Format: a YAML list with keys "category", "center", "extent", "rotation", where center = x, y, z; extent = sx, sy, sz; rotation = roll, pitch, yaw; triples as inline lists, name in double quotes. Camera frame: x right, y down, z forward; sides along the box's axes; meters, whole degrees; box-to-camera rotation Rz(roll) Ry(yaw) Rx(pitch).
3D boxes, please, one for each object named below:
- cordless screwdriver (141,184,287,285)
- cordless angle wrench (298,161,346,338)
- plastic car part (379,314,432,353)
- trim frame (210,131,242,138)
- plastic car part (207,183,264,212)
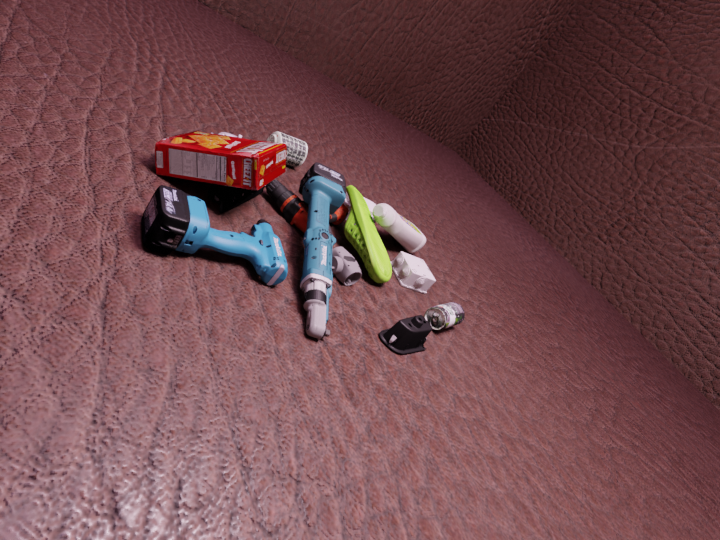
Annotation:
- category: "cordless screwdriver"
  center: [-0.244, -0.070, 0.736]
  extent: [0.236, 0.075, 0.167]
  rotation: [21, 30, -36]
- category: "cordless angle wrench"
  center: [-0.082, -0.054, 0.841]
  extent: [0.094, 0.075, 0.436]
  rotation: [22, 43, -24]
- category: "plastic car part"
  center: [0.099, 0.118, 0.833]
  extent: [0.111, 0.071, 0.069]
  rotation: [4, 40, -52]
- category: "trim frame"
  center: [-0.301, -0.288, 1.070]
  extent: [0.178, 0.027, 0.256]
  rotation: [25, 30, -18]
- category: "plastic car part"
  center: [-0.263, -0.182, 0.903]
  extent: [0.067, 0.066, 0.204]
  rotation: [25, 27, -3]
